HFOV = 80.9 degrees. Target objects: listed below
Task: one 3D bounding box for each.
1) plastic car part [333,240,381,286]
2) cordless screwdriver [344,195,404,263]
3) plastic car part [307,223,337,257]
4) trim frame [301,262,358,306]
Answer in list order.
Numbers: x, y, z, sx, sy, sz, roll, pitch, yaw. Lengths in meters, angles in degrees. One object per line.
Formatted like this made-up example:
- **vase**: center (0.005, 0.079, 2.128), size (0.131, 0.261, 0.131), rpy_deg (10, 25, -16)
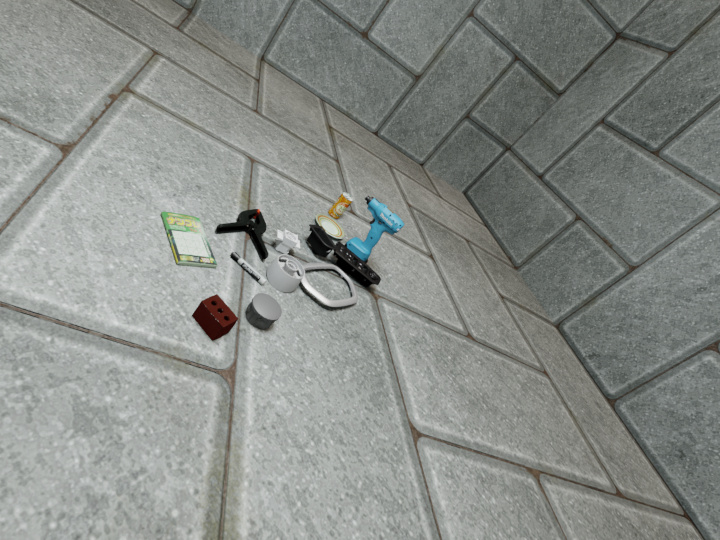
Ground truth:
- **plastic car part**: center (-0.019, -0.008, 1.441), size (0.200, 0.067, 0.067), rpy_deg (36, 28, -8)
- **cordless screwdriver**: center (0.016, -0.129, 1.466), size (0.162, 0.250, 0.073), rpy_deg (46, 27, 8)
- **plastic car part**: center (-0.138, -0.090, 1.412), size (0.063, 0.071, 0.122), rpy_deg (5, 43, -49)
- **trim frame**: center (-0.099, 0.039, 1.313), size (0.237, 0.028, 0.191), rpy_deg (-5, 51, -54)
